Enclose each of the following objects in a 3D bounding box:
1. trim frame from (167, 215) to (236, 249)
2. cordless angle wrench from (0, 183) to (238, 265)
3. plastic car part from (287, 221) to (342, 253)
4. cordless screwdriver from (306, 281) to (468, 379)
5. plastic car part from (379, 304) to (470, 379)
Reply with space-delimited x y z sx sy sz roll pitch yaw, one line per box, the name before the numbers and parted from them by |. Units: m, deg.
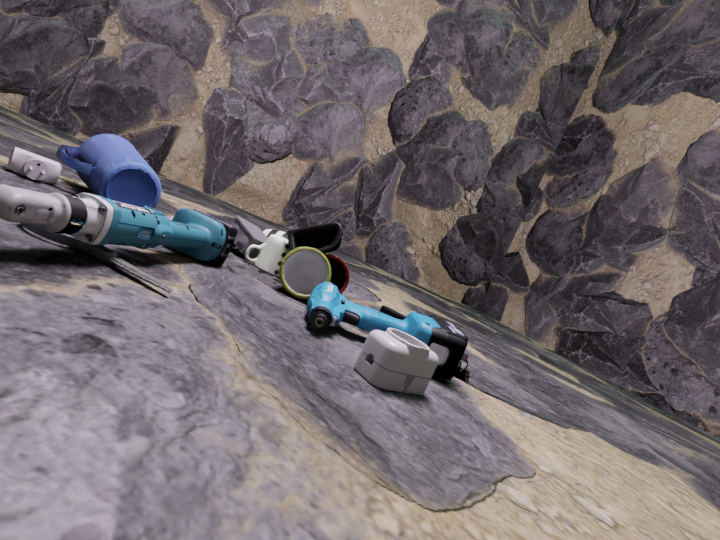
trim frame | -0.361 -0.091 1.013 0.186 0.027 0.247 25 6 2
cordless angle wrench | -0.286 -0.057 0.559 0.099 0.074 0.416 25 2 5
plastic car part | -0.087 -0.057 0.885 0.118 0.067 0.068 -11 -16 10
cordless screwdriver | 0.035 0.091 0.651 0.249 0.074 0.160 20 9 0
plastic car part | 0.104 0.120 0.759 0.210 0.067 0.064 23 10 18
